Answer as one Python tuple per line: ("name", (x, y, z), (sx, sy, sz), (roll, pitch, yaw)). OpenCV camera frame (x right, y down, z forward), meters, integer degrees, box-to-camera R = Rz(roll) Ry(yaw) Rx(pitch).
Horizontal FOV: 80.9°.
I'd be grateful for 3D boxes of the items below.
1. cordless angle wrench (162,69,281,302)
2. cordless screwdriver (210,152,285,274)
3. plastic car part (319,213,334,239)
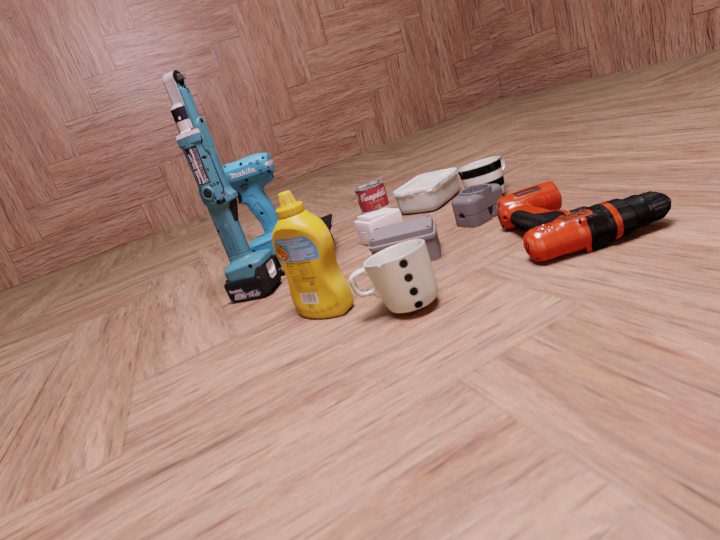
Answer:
("cordless angle wrench", (-0.263, -0.146, 0.771), (0.101, 0.413, 0.074), (-12, 17, 20))
("cordless screwdriver", (-0.224, -0.105, 0.877), (0.161, 0.243, 0.075), (-15, 16, 10))
("plastic car part", (-0.087, -0.057, 0.886), (0.067, 0.065, 0.206), (-17, 20, 6))
